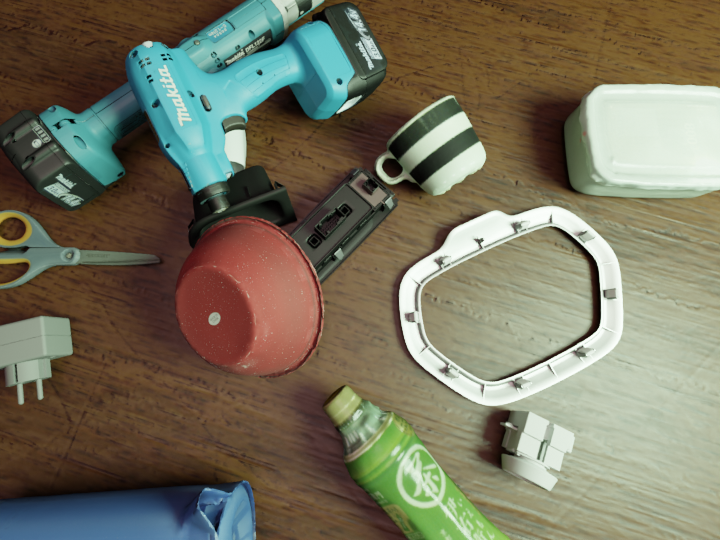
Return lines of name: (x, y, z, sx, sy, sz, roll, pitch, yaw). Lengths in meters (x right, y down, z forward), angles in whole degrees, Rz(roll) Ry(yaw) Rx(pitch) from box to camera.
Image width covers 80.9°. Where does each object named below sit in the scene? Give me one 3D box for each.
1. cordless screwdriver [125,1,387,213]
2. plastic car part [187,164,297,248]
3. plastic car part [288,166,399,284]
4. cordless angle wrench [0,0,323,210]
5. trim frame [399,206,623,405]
cordless screwdriver: (-0.086, -0.170, 0.430, 0.243, 0.076, 0.158, -28, 94, -24)
plastic car part: (-0.136, -0.075, 0.457, 0.116, 0.064, 0.073, -18, 65, -2)
plastic car part: (-0.043, -0.028, 0.443, 0.066, 0.067, 0.202, 44, 83, -1)
cordless angle wrench: (-0.181, -0.231, 0.475, 0.420, 0.098, 0.075, -42, 87, -12)
trim frame: (0.161, 0.029, 0.444, 0.247, 0.027, 0.188, -24, 77, -4)
